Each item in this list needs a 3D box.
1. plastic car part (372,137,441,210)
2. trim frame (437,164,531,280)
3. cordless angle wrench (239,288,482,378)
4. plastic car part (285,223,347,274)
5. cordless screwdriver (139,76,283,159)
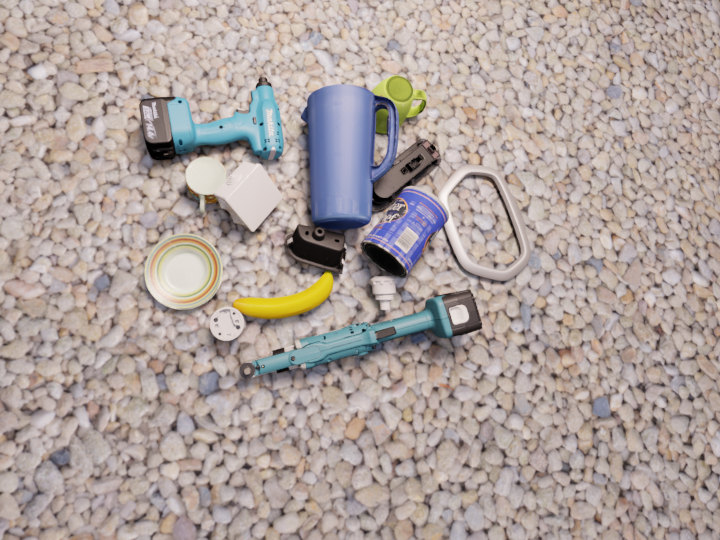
[{"bbox_3d":[0.084,-0.190,0.832,0.201,0.068,0.065,-40,98,-13],"label":"plastic car part"},{"bbox_3d":[0.255,-0.099,0.862,0.181,0.027,0.252,-17,81,-13],"label":"trim frame"},{"bbox_3d":[-0.002,0.120,0.742,0.418,0.098,0.075,-14,85,-9],"label":"cordless angle wrench"},{"bbox_3d":[-0.074,-0.049,0.759,0.114,0.071,0.067,17,55,-10],"label":"plastic car part"},{"bbox_3d":[-0.270,-0.283,0.778,0.243,0.075,0.161,-6,80,-16],"label":"cordless screwdriver"}]
